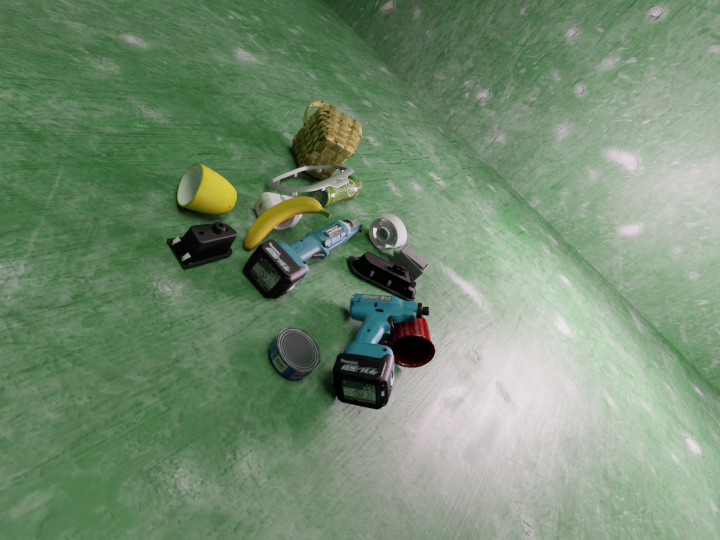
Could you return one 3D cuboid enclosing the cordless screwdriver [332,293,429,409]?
[{"bbox_3d":[0.042,0.131,0.778,0.163,0.072,0.251,1,33,12],"label":"cordless screwdriver"}]

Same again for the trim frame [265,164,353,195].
[{"bbox_3d":[-0.123,-0.227,1.047,0.193,0.027,0.243,10,28,29],"label":"trim frame"}]

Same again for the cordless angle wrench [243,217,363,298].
[{"bbox_3d":[-0.092,-0.060,0.942,0.099,0.075,0.414,45,30,4],"label":"cordless angle wrench"}]

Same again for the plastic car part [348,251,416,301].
[{"bbox_3d":[0.063,0.009,1.027,0.195,0.068,0.068,23,45,-22],"label":"plastic car part"}]

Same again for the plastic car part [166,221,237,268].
[{"bbox_3d":[-0.269,-0.057,0.752,0.112,0.071,0.068,-21,69,-51],"label":"plastic car part"}]
